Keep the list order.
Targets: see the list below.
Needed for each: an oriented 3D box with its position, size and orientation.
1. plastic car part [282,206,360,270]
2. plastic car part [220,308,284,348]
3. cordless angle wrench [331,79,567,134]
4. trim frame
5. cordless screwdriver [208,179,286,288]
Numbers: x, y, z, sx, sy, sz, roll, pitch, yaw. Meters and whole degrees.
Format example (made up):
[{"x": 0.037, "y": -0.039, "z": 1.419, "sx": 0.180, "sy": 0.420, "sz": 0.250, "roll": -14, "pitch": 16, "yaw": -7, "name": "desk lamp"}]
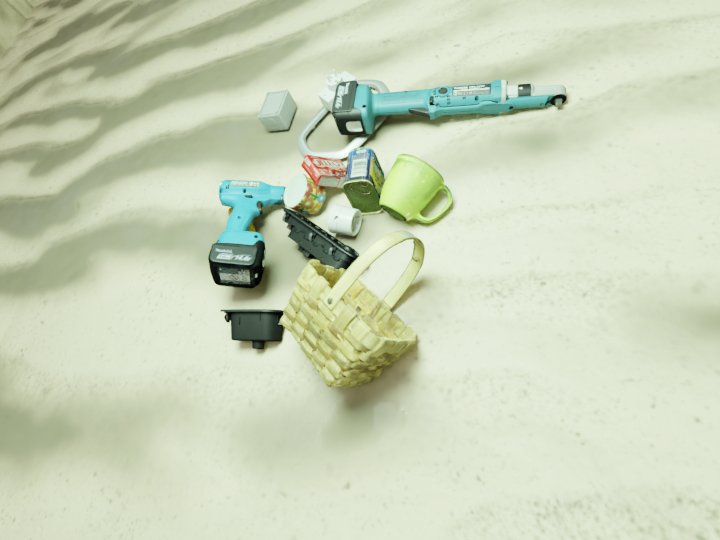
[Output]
[{"x": -0.077, "y": -0.050, "z": 0.789, "sx": 0.214, "sy": 0.063, "sz": 0.067, "roll": 31, "pitch": 88, "yaw": 34, "name": "plastic car part"}, {"x": -0.188, "y": 0.105, "z": 0.761, "sx": 0.120, "sy": 0.063, "sz": 0.072, "roll": 0, "pitch": 79, "yaw": 21, "name": "plastic car part"}, {"x": 0.159, "y": -0.327, "z": 0.819, "sx": 0.436, "sy": 0.071, "sz": 0.099, "roll": 3, "pitch": 67, "yaw": 18, "name": "cordless angle wrench"}, {"x": -0.036, "y": -0.338, "z": 0.949, "sx": 0.194, "sy": 0.026, "sz": 0.248, "roll": 37, "pitch": 84, "yaw": 34, "name": "trim frame"}, {"x": -0.210, "y": -0.086, "z": 0.833, "sx": 0.158, "sy": 0.072, "sz": 0.257, "roll": 0, "pitch": 50, "yaw": -6, "name": "cordless screwdriver"}]
